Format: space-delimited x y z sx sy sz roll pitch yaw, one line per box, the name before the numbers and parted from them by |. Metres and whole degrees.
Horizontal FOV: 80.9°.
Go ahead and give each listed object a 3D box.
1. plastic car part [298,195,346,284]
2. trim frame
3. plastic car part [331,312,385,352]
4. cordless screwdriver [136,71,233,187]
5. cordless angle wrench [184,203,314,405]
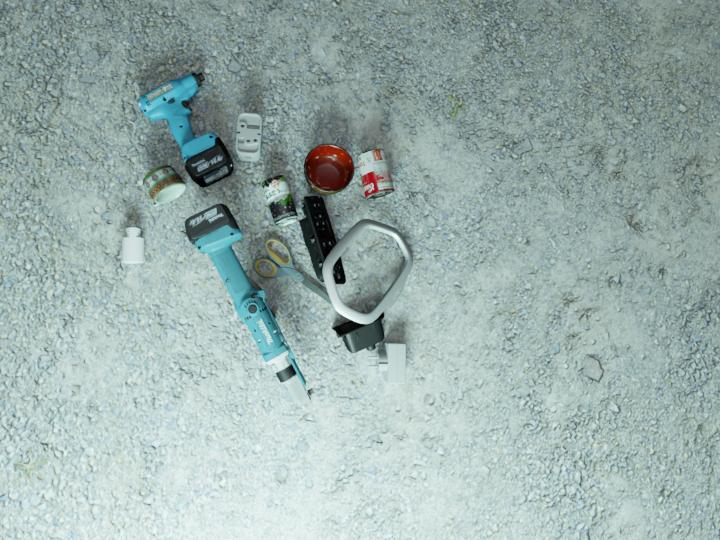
plastic car part | -0.090 -0.059 0.922 0.069 0.064 0.206 -26 80 27
trim frame | 0.021 -0.002 0.910 0.182 0.028 0.247 42 60 -7
plastic car part | 0.007 0.140 0.907 0.115 0.068 0.070 -17 100 -13
cordless screwdriver | -0.363 -0.319 0.935 0.158 0.074 0.252 -34 82 -11
cordless angle wrench | -0.212 0.073 0.835 0.097 0.075 0.426 -28 86 -12
